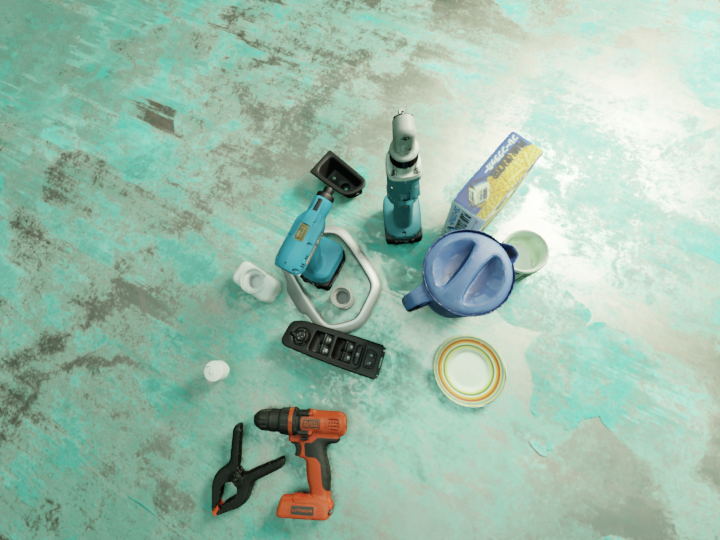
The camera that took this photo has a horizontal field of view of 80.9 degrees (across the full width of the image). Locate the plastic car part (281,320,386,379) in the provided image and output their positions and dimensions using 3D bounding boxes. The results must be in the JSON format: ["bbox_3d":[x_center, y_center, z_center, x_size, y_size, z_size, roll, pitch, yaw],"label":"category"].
[{"bbox_3d":[-0.055,0.151,0.837,0.208,0.065,0.066,16,80,13],"label":"plastic car part"}]

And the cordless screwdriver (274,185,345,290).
[{"bbox_3d":[-0.078,-0.051,0.799,0.076,0.242,0.159,25,82,10],"label":"cordless screwdriver"}]

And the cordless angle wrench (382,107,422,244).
[{"bbox_3d":[0.071,-0.135,0.704,0.075,0.412,0.099,-5,79,4],"label":"cordless angle wrench"}]

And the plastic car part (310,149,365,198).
[{"bbox_3d":[-0.041,-0.194,0.917,0.120,0.069,0.066,41,86,15],"label":"plastic car part"}]

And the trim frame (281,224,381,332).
[{"bbox_3d":[-0.069,0.014,0.893,0.184,0.027,0.256,-35,73,1],"label":"trim frame"}]
